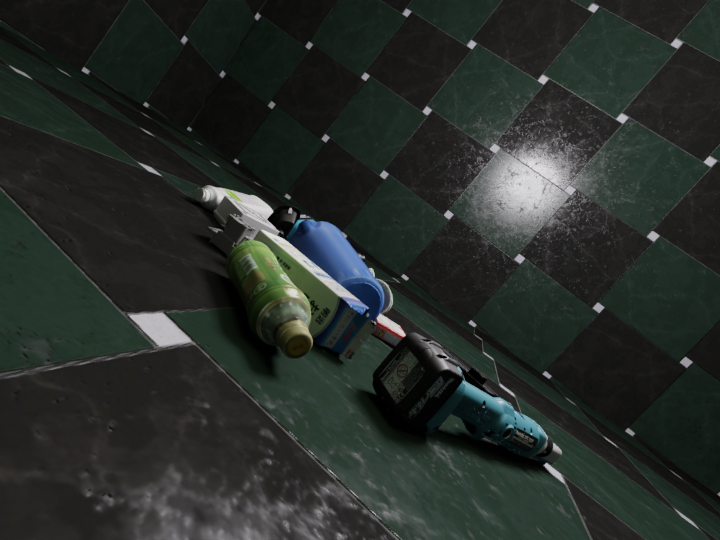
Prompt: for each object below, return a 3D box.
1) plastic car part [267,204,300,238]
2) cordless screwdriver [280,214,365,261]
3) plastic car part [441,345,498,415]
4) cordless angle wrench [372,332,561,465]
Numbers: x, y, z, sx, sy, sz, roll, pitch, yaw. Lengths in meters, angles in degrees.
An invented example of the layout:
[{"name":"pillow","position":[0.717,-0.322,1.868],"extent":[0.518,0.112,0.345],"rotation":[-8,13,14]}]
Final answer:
[{"name":"plastic car part","position":[-0.190,-0.093,0.980],"extent":[0.063,0.117,0.073],"rotation":[32,30,-22]},{"name":"cordless screwdriver","position":[-0.108,-0.070,1.101],"extent":[0.153,0.073,0.262],"rotation":[-3,27,-28]},{"name":"plastic car part","position":[0.192,0.208,0.802],"extent":[0.063,0.067,0.214],"rotation":[20,10,-37]},{"name":"cordless angle wrench","position":[0.189,0.214,0.605],"extent":[0.401,0.098,0.078],"rotation":[34,8,-33]}]
